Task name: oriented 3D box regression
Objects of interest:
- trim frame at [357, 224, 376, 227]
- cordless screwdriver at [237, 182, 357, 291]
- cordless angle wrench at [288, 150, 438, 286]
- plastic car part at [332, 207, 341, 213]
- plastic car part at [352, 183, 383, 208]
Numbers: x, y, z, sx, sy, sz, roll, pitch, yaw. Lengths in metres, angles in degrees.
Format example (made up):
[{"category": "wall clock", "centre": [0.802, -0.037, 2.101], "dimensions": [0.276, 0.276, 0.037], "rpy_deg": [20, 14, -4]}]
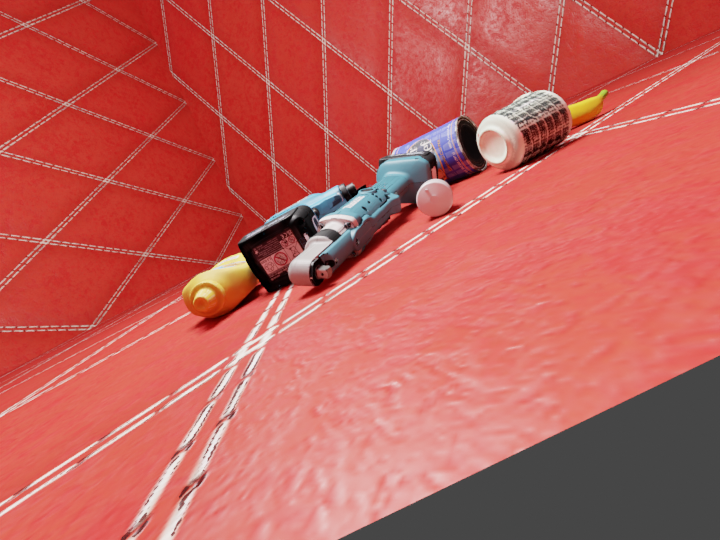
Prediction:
[{"category": "trim frame", "centre": [-0.070, -0.046, 0.715], "dimensions": [0.255, 0.027, 0.181], "rpy_deg": [-22, 10, 29]}, {"category": "cordless screwdriver", "centre": [-0.075, -0.068, 0.607], "dimensions": [0.161, 0.072, 0.252], "rpy_deg": [-28, 16, 8]}, {"category": "cordless angle wrench", "centre": [0.015, -0.082, 0.563], "dimensions": [0.102, 0.072, 0.418], "rpy_deg": [-1, 25, 23]}, {"category": "plastic car part", "centre": [-0.085, -0.093, 0.852], "dimensions": [0.122, 0.070, 0.063], "rpy_deg": [3, 15, 44]}, {"category": "plastic car part", "centre": [0.019, -0.143, 0.909], "dimensions": [0.069, 0.065, 0.201], "rpy_deg": [4, 17, 14]}]
